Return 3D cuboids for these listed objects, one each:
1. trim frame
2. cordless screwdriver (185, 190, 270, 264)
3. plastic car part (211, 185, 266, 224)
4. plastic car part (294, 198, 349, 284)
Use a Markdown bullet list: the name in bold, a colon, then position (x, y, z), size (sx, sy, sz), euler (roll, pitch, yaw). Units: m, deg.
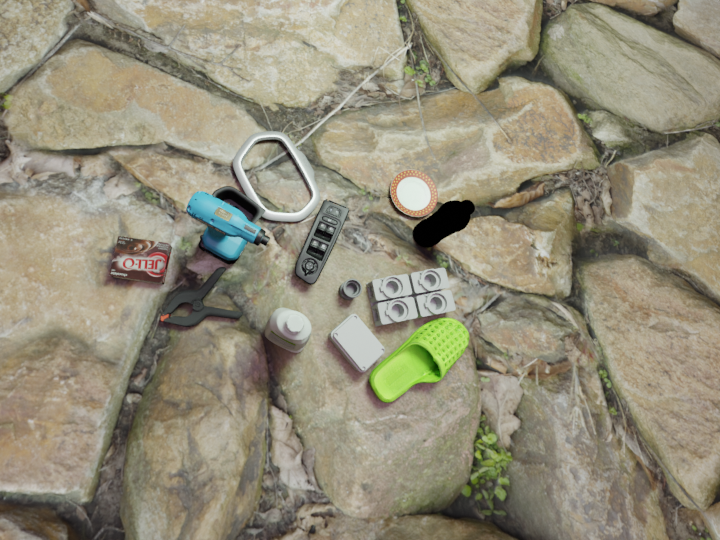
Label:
- **trim frame**: position (-0.203, -0.231, 1.040), size (0.181, 0.027, 0.252), euler (-29, 82, -16)
- **cordless screwdriver**: position (-0.265, -0.071, 0.870), size (0.158, 0.250, 0.074), euler (29, 73, -6)
- **plastic car part**: position (-0.286, -0.142, 0.979), size (0.117, 0.071, 0.066), euler (38, 72, -1)
- **plastic car part**: position (-0.097, -0.064, 0.994), size (0.066, 0.067, 0.204), euler (24, 73, -7)
